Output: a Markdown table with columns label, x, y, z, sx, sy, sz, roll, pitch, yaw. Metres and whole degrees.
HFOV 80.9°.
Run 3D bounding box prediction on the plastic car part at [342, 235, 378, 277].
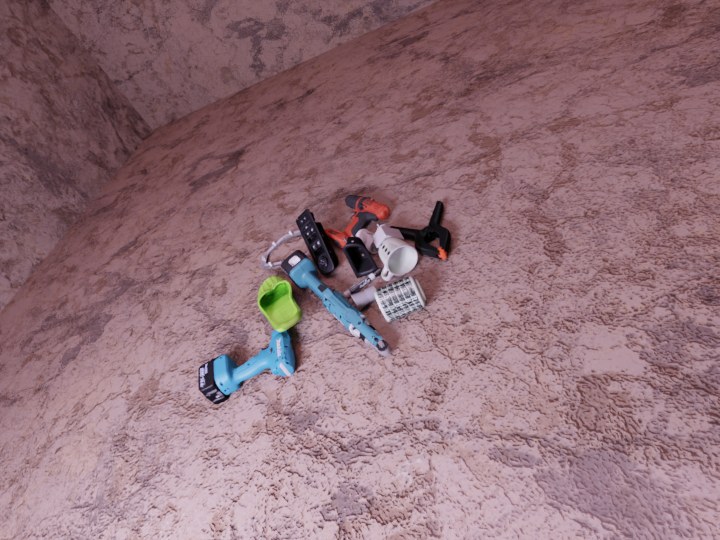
| label | x | y | z | sx | sy | sz | roll | pitch | yaw |
| --- | --- | --- | --- | --- | --- | --- | --- | --- | --- |
| plastic car part | -0.003 | -0.048 | 1.132 | 0.067 | 0.111 | 0.073 | -20 | 33 | 15 |

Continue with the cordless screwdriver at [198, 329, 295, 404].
| label | x | y | z | sx | sy | sz | roll | pitch | yaw |
| --- | --- | --- | --- | --- | --- | --- | --- | --- | --- |
| cordless screwdriver | -0.287 | 0.228 | 1.079 | 0.250 | 0.071 | 0.166 | -24 | 40 | 6 |

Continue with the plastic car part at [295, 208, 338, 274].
| label | x | y | z | sx | sy | sz | roll | pitch | yaw |
| --- | --- | --- | --- | --- | --- | --- | --- | --- | --- |
| plastic car part | -0.120 | -0.079 | 1.230 | 0.067 | 0.063 | 0.210 | -37 | 63 | 28 |

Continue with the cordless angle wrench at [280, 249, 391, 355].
| label | x | y | z | sx | sy | sz | roll | pitch | yaw |
| --- | --- | --- | --- | --- | --- | --- | --- | --- | --- |
| cordless angle wrench | -0.066 | 0.080 | 1.074 | 0.074 | 0.093 | 0.448 | -41 | 44 | -11 |

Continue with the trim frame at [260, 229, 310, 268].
| label | x | y | z | sx | sy | sz | roll | pitch | yaw |
| --- | --- | --- | --- | --- | --- | --- | --- | --- | --- |
| trim frame | -0.223 | -0.073 | 1.344 | 0.259 | 0.026 | 0.186 | -9 | 43 | 35 |
